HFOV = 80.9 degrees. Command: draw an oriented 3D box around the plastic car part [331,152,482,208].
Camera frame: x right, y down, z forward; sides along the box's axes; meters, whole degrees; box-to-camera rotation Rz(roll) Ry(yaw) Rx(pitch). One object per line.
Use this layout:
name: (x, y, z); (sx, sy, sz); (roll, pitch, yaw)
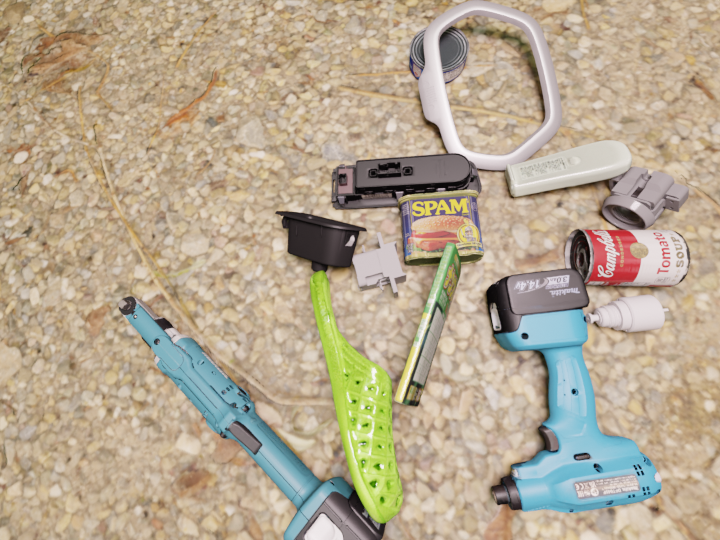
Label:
plastic car part: (0.059, -0.128, 0.571); (0.206, 0.065, 0.067); (0, 70, 9)

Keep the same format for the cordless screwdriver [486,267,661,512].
cordless screwdriver: (0.199, 0.129, 0.470); (0.160, 0.072, 0.254); (-13, 76, 4)

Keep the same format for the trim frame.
trim frame: (0.177, -0.260, 0.591); (0.185, 0.027, 0.249); (-11, 87, 2)

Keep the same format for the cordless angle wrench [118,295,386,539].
cordless angle wrench: (-0.159, 0.168, 0.509); (0.440, 0.094, 0.074); (37, 81, 21)

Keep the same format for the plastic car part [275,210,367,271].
plastic car part: (-0.054, -0.035, 0.551); (0.123, 0.063, 0.070); (21, 105, 37)
